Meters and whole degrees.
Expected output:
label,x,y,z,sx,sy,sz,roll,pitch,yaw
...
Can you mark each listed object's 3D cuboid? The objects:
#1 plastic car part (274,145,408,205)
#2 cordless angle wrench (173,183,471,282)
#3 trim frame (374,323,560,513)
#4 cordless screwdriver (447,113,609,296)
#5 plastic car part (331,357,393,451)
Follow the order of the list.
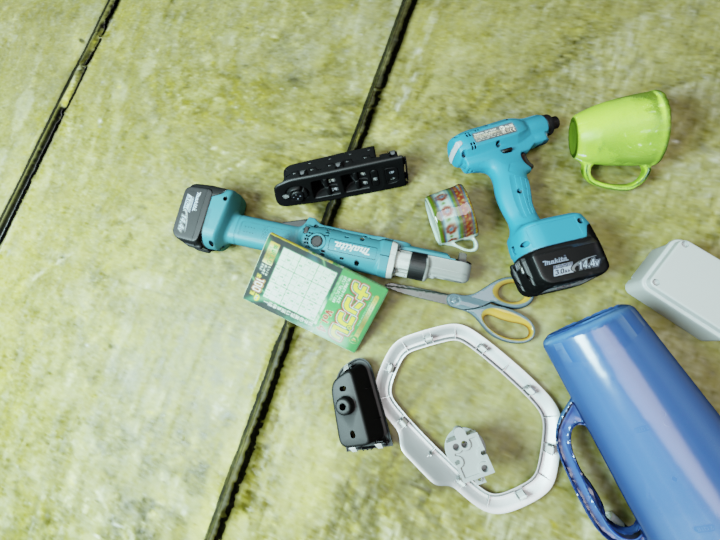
label,x,y,z,sx,sy,sz,roll,pitch,yaw
plastic car part,-0.036,-0.146,0.637,0.205,0.064,0.069,-13,67,7
cordless angle wrench,-0.060,-0.039,0.613,0.432,0.072,0.098,13,81,12
trim frame,0.136,0.185,0.546,0.256,0.027,0.184,43,89,15
cordless screwdriver,0.239,-0.099,0.567,0.158,0.072,0.256,-18,70,-4
plastic car part,-0.009,0.178,0.548,0.067,0.068,0.118,-18,78,17
